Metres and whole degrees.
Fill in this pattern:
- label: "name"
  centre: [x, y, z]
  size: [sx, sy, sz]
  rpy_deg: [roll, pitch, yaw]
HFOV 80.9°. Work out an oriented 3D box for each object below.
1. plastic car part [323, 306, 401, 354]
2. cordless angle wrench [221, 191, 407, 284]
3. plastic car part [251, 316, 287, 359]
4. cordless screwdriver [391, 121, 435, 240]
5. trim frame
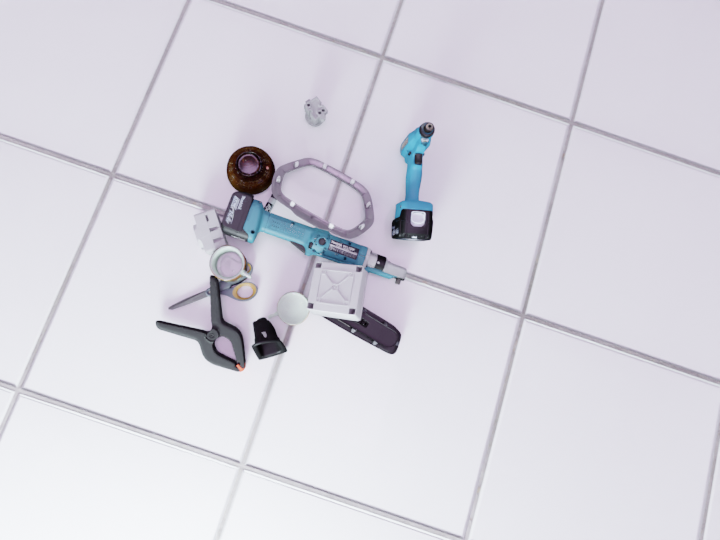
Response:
- label: "plastic car part"
  centre: [0.004, 0.112, 0.926]
  size: [0.202, 0.067, 0.066]
  rpy_deg: [31, 74, -2]
- label: "cordless angle wrench"
  centre: [-0.091, -0.060, 0.934]
  size: [0.417, 0.075, 0.098]
  rpy_deg: [19, 82, -8]
- label: "plastic car part"
  centre: [-0.200, 0.137, 0.891]
  size: [0.065, 0.113, 0.074]
  rpy_deg: [-16, 62, -9]
- label: "cordless screwdriver"
  centre: [0.123, -0.191, 0.927]
  size: [0.074, 0.160, 0.250]
  rpy_deg: [4, 84, -7]
- label: "trim frame"
  centre: [-0.080, -0.167, 0.946]
  size: [0.249, 0.027, 0.184]
  rpy_deg: [30, 57, 0]
